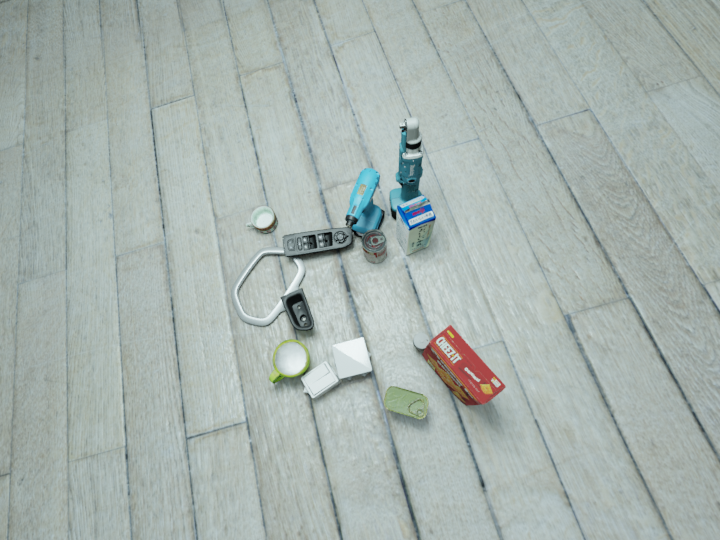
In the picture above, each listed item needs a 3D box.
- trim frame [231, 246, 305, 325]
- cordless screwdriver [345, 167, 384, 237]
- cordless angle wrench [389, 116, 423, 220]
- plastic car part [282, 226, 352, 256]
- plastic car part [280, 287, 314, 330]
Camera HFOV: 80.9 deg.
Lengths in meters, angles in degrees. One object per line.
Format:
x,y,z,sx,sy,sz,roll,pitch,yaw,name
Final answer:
-0.268,0.041,1.228,0.191,0.026,0.248,29,77,18,trim frame
0.007,-0.149,1.139,0.076,0.241,0.160,20,74,11,cordless screwdriver
0.123,-0.247,1.066,0.099,0.410,0.076,-5,72,3,cordless angle wrench
-0.120,-0.079,1.228,0.204,0.065,0.068,-10,70,5,plastic car part
-0.164,0.119,1.160,0.066,0.069,0.120,-24,69,-2,plastic car part
